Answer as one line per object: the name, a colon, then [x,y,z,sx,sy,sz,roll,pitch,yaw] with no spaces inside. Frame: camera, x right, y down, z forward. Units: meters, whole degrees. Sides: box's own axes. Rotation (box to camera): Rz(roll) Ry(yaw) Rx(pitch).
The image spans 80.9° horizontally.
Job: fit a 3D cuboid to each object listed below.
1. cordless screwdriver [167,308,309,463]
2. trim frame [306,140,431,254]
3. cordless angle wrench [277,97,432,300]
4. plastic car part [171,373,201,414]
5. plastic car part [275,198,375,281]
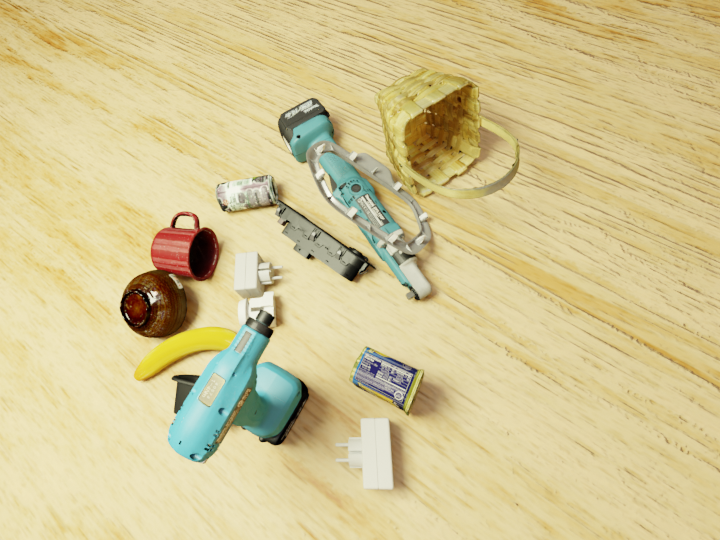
cordless screwdriver: [-0.126,0.143,0.530,0.077,0.240,0.159,26,77,15]
trim frame: [0.020,-0.120,0.665,0.241,0.028,0.188,28,39,-17]
cordless angle wrench: [-0.009,-0.130,0.736,0.097,0.072,0.440,-31,66,-6]
plastic car part: [-0.227,0.199,0.629,0.119,0.064,0.071,4,81,14]
plastic car part: [-0.069,-0.045,0.710,0.211,0.064,0.067,31,83,21]
